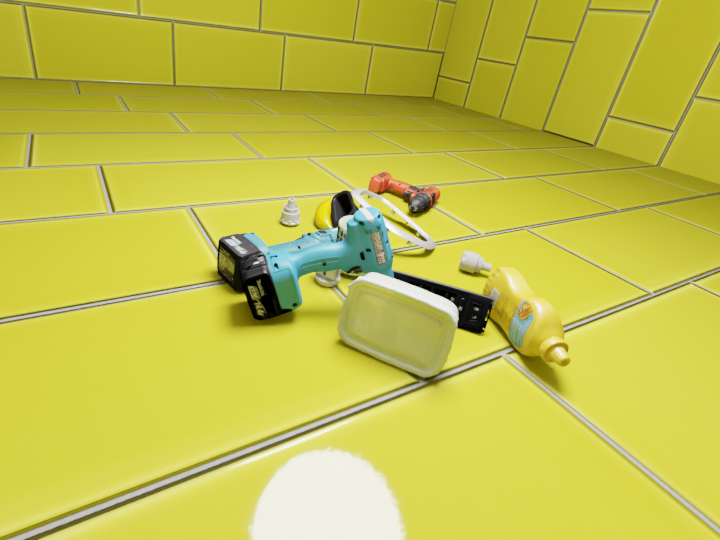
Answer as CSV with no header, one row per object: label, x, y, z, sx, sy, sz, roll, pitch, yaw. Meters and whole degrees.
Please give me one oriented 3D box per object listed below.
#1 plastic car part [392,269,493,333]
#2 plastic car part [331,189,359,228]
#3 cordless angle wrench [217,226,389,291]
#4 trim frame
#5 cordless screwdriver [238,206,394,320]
plastic car part,0.122,0.043,0.752,0.208,0.065,0.066,15,20,12
plastic car part,-0.026,-0.137,1.015,0.067,0.067,0.121,43,23,-33
cordless angle wrench,-0.085,-0.055,0.868,0.407,0.073,0.104,-17,39,-40
trim frame,0.076,-0.124,1.004,0.175,0.027,0.262,2,35,-49
cordless screwdriver,-0.064,0.009,0.693,0.247,0.153,0.078,-21,31,-5
